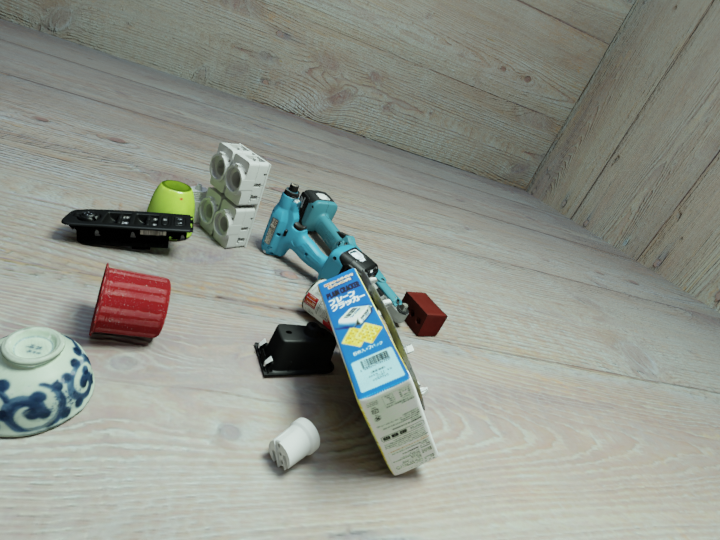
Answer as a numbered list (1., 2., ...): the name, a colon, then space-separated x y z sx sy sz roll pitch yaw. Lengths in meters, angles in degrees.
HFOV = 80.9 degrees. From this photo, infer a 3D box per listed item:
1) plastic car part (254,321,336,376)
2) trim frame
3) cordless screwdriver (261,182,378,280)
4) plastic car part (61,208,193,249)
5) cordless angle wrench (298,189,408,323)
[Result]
1. plastic car part: -0.085 0.107 0.614 0.112 0.070 0.069 4 30 -27
2. trim frame: 0.048 0.097 0.648 0.027 0.178 0.258 -21 24 -6
3. cordless screwdriver: -0.082 -0.053 0.836 0.259 0.158 0.072 34 26 21
4. plastic car part: -0.397 -0.071 0.730 0.196 0.066 0.069 6 36 -21
5. cordless angle wrench: -0.027 -0.038 0.942 0.071 0.097 0.447 3 35 -38
